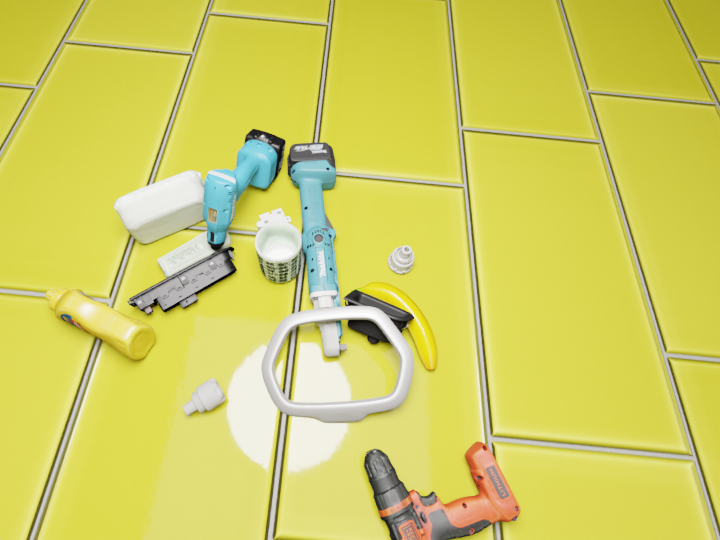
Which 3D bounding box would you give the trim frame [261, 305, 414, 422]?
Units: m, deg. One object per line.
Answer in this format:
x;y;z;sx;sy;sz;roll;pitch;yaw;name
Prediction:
-0.040;0.153;0.686;0.250;0.027;0.186;-7;81;5;trim frame

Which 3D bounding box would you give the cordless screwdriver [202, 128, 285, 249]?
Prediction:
-0.226;-0.160;0.810;0.075;0.157;0.251;20;40;-1;cordless screwdriver

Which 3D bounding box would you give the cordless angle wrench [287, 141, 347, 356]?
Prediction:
-0.078;-0.051;0.800;0.097;0.073;0.435;-5;66;-7;cordless angle wrench

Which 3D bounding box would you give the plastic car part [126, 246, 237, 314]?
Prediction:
-0.304;0.022;0.754;0.200;0.066;0.068;-36;82;-19;plastic car part

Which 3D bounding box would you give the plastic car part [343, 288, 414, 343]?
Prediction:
0.024;0.088;0.729;0.121;0.064;0.070;24;107;17;plastic car part
